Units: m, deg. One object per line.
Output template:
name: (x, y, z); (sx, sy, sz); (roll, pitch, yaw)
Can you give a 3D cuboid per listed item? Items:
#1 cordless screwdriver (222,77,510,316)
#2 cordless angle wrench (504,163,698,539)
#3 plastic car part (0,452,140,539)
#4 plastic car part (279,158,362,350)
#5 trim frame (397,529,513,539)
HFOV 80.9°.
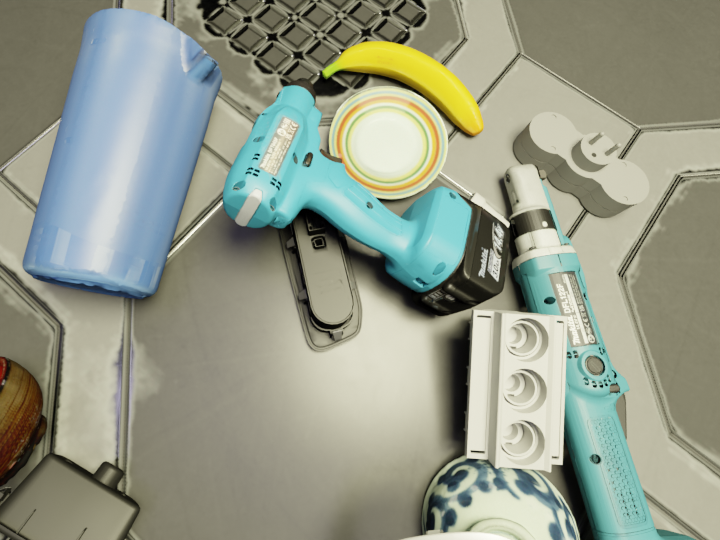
cordless screwdriver: (0.014, -0.069, 0.385); (0.242, 0.075, 0.161); (25, 57, -14)
cordless angle wrench: (0.199, 0.090, 0.385); (0.097, 0.073, 0.433); (-7, 71, -6)
plastic car part: (-0.230, 0.191, 0.344); (0.117, 0.065, 0.071); (25, 59, 1)
plastic car part: (-0.041, -0.027, 0.417); (0.065, 0.067, 0.207); (-10, 76, -15)
trim frame: (0.096, 0.266, 0.288); (0.186, 0.027, 0.246); (-39, 96, 21)
